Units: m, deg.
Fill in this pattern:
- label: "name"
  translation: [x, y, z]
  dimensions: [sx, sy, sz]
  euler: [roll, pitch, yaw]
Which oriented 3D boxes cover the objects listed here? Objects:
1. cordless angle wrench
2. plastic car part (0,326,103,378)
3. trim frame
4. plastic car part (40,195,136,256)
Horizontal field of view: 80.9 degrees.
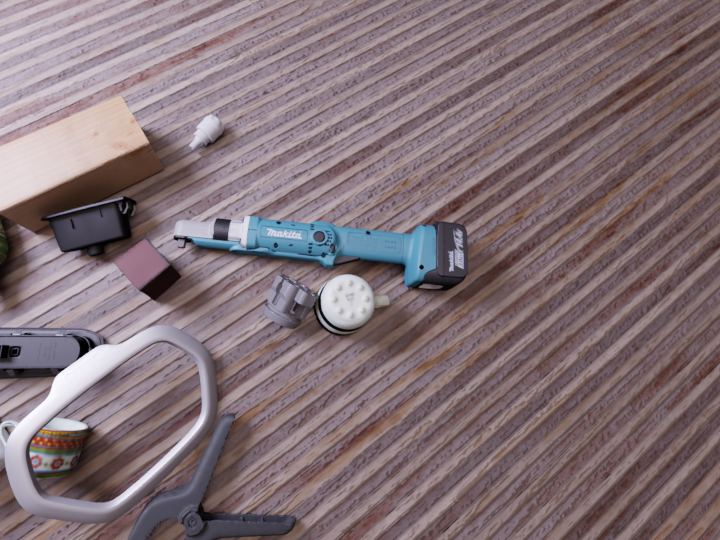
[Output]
- label: "cordless angle wrench"
  translation: [-0.061, -0.040, 0.626]
  dimensions: [0.421, 0.073, 0.099]
  euler: [6, 74, -3]
- label: "plastic car part"
  translation: [-0.440, 0.103, 0.546]
  dimensions: [0.200, 0.066, 0.068]
  euler: [2, 69, -9]
- label: "trim frame"
  translation: [-0.285, 0.180, 0.516]
  dimensions: [0.245, 0.029, 0.179]
  euler: [-42, 109, -30]
- label: "plastic car part"
  translation: [-0.378, -0.058, 0.602]
  dimensions: [0.115, 0.067, 0.071]
  euler: [-19, 94, -9]
